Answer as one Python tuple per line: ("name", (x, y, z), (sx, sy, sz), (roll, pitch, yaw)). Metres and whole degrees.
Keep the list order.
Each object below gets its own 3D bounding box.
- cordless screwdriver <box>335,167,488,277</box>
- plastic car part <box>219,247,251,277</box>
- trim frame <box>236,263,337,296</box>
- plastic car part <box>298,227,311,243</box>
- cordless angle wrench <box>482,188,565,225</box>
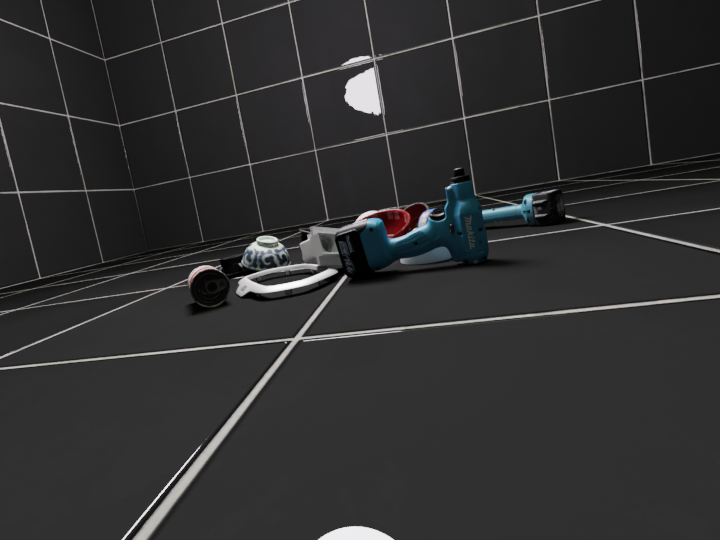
("cordless screwdriver", (0.081, -0.076, 0.733), (0.254, 0.158, 0.073), (-10, 6, 16))
("plastic car part", (-0.297, -0.024, 1.115), (0.069, 0.066, 0.197), (3, 18, 32))
("trim frame", (-0.150, 0.017, 0.827), (0.179, 0.027, 0.259), (-14, 12, -25))
("plastic car part", (-0.113, -0.074, 1.157), (0.120, 0.070, 0.065), (9, 12, 15))
("cordless angle wrench", (0.292, -0.137, 1.113), (0.442, 0.074, 0.094), (-4, 10, 42))
